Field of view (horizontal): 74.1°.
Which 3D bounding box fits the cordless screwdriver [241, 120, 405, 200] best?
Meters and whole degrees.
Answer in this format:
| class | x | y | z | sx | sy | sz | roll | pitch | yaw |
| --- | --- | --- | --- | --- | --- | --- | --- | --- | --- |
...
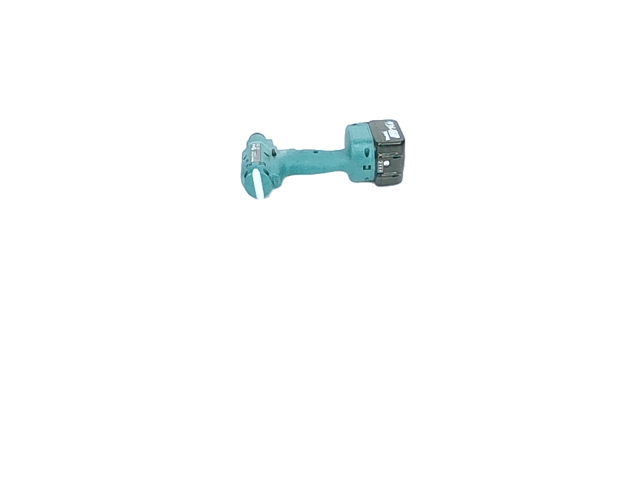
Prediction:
| class | x | y | z | sx | sy | sz | roll | pitch | yaw |
| --- | --- | --- | --- | --- | --- | --- | --- | --- | --- |
| cordless screwdriver | 0.000 | -0.138 | 0.669 | 0.249 | 0.074 | 0.159 | -7 | 39 | -3 |
